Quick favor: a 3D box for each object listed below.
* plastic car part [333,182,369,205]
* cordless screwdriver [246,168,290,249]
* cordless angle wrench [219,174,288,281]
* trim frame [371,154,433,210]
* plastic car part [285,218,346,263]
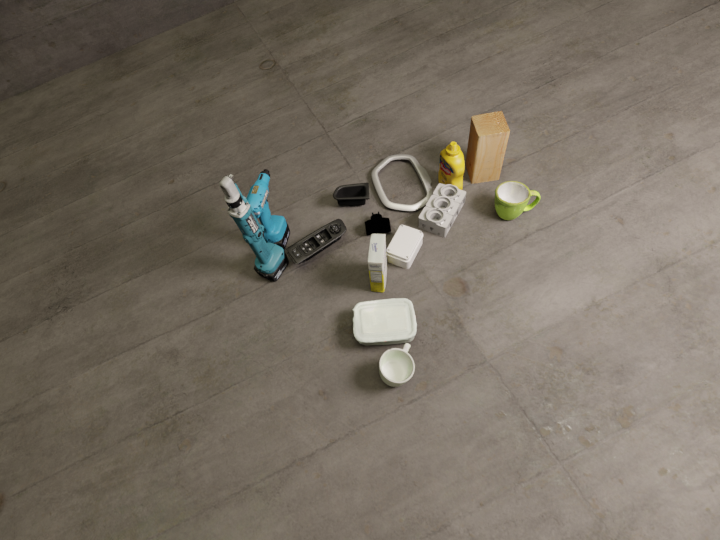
[{"bbox_3d":[-0.028,-0.239,1.385,0.118,0.068,0.068,-4,59,9],"label":"plastic car part"},{"bbox_3d":[-0.282,-0.180,1.303,0.076,0.239,0.162,5,61,11],"label":"cordless screwdriver"},{"bbox_3d":[-0.297,-0.109,1.163,0.077,0.406,0.098,23,65,19],"label":"cordless angle wrench"},{"bbox_3d":[0.140,-0.294,1.406,0.184,0.026,0.259,-19,57,1],"label":"trim frame"},{"bbox_3d":[-0.128,-0.084,1.314,0.201,0.064,0.070,-36,60,-11],"label":"plastic car part"}]
